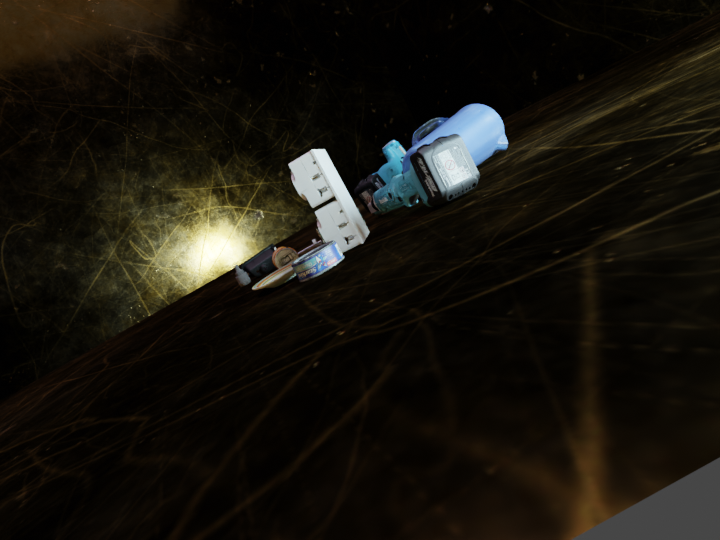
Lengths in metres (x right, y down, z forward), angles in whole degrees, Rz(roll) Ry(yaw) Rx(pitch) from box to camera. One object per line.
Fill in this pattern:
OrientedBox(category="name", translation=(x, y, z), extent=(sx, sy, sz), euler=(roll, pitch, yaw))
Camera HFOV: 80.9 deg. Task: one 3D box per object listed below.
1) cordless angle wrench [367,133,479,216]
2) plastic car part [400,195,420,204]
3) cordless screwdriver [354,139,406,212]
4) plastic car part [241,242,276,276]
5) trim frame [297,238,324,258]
OrientedBox(category="cordless angle wrench", translation=(0.083, -0.158, 0.842), extent=(0.073, 0.097, 0.430), euler=(-27, 6, -13))
OrientedBox(category="plastic car part", translation=(0.113, -0.192, 1.015), extent=(0.068, 0.065, 0.203), euler=(-2, 13, 6))
OrientedBox(category="cordless screwdriver", translation=(0.092, -0.251, 1.201), extent=(0.076, 0.155, 0.248), euler=(-27, 23, 46))
OrientedBox(category="plastic car part", translation=(-0.273, -0.017, 1.201), extent=(0.115, 0.064, 0.074), euler=(-35, 24, -18))
OrientedBox(category="trim frame", translation=(-0.105, -0.069, 1.075), extent=(0.253, 0.027, 0.183), euler=(-23, 12, 19))
